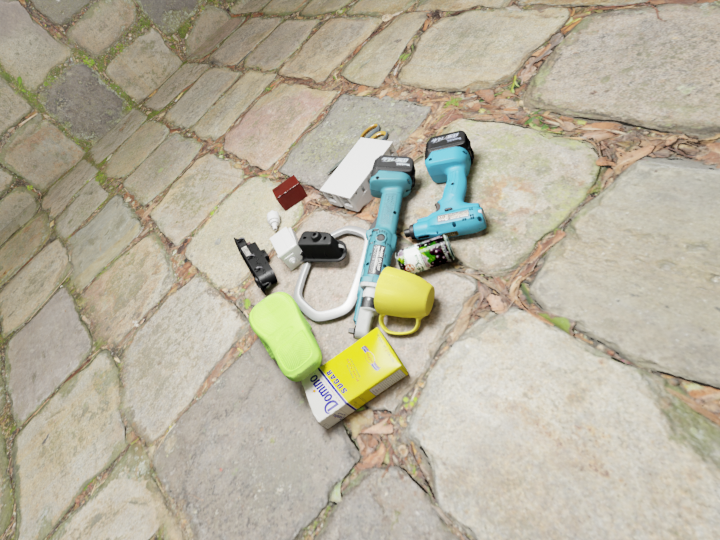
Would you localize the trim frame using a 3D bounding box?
[{"bbox_3d":[-0.056,0.001,0.937,0.192,0.026,0.251,-2,54,31],"label":"trim frame"}]

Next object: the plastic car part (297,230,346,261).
[{"bbox_3d":[-0.093,-0.061,0.947,0.122,0.067,0.066,2,59,36],"label":"plastic car part"}]

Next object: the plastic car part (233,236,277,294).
[{"bbox_3d":[-0.257,-0.016,1.055,0.066,0.064,0.214,-19,42,-17],"label":"plastic car part"}]

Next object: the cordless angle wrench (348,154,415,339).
[{"bbox_3d":[0.042,-0.057,0.887,0.100,0.071,0.429,6,62,12],"label":"cordless angle wrench"}]

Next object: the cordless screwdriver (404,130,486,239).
[{"bbox_3d":[0.171,-0.175,0.901,0.164,0.070,0.255,-12,55,24],"label":"cordless screwdriver"}]
